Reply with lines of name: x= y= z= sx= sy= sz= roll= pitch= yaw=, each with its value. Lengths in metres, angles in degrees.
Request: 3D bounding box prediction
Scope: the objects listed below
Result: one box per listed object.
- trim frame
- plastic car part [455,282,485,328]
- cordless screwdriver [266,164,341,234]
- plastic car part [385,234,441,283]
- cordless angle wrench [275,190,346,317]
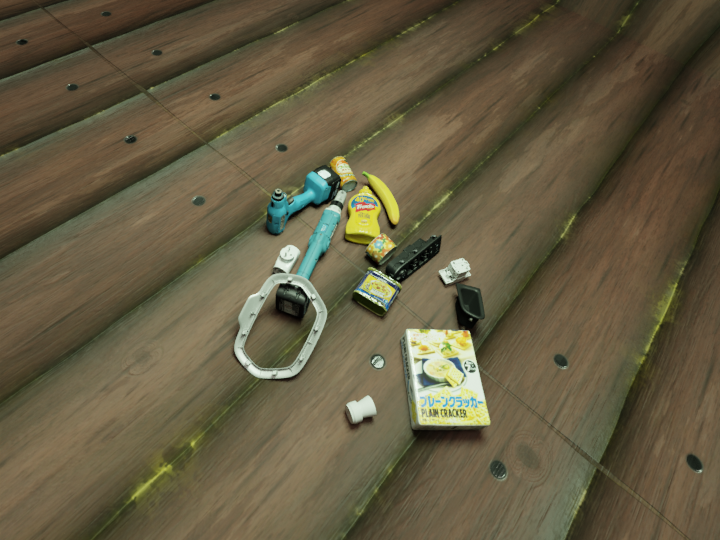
trim frame: x=-0.185 y=0.127 z=0.958 sx=0.187 sy=0.027 sz=0.248 roll=27 pitch=90 yaw=9
plastic car part: x=0.271 y=0.099 z=1.076 sx=0.066 sy=0.069 sz=0.119 roll=12 pitch=40 yaw=-2
cordless screwdriver: x=-0.160 y=-0.214 z=1.176 sx=0.077 sy=0.157 sz=0.245 roll=41 pitch=58 yaw=14
plastic car part: x=0.140 y=-0.035 z=1.154 sx=0.070 sy=0.064 sz=0.200 roll=35 pitch=59 yaw=24
cordless angle wrench: x=-0.111 y=-0.072 z=1.131 sx=0.075 sy=0.096 sz=0.427 roll=17 pitch=53 yaw=4
